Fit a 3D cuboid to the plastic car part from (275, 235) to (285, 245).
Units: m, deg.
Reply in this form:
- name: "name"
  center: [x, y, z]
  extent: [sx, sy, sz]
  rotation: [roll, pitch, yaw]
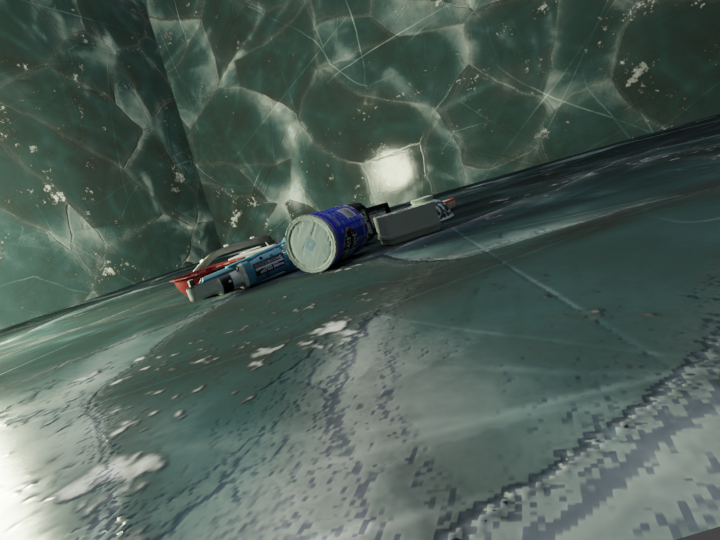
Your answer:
- name: "plastic car part"
  center: [-0.102, -0.066, 1.040]
  extent: [0.203, 0.069, 0.064]
  rotation: [-19, -39, -1]

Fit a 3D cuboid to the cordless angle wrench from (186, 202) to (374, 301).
- name: "cordless angle wrench"
  center: [-0.153, -0.032, 0.869]
  extent: [0.412, 0.097, 0.077]
  rotation: [-27, 11, -32]

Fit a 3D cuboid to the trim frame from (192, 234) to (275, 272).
- name: "trim frame"
  center: [-0.333, -0.027, 1.124]
  extent: [0.241, 0.028, 0.184]
  rotation: [-25, -19, -35]

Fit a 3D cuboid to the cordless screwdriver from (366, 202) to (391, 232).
- name: "cordless screwdriver"
  center: [-0.007, -0.133, 1.239]
  extent: [0.157, 0.074, 0.253]
  rotation: [-17, 5, -12]
